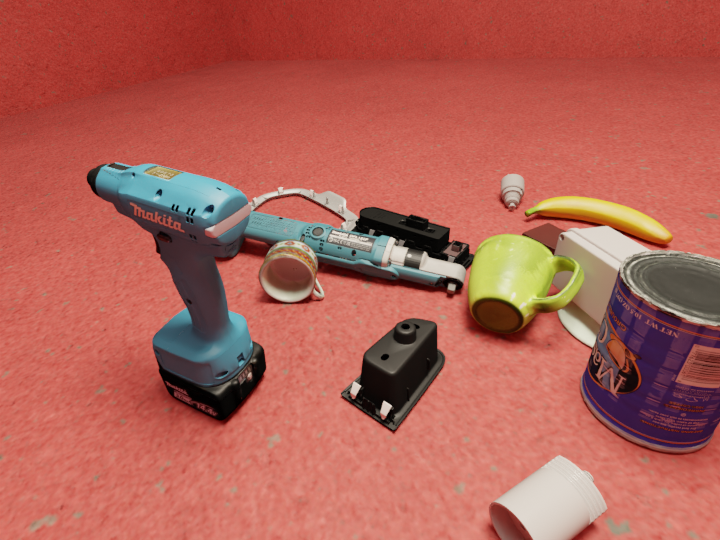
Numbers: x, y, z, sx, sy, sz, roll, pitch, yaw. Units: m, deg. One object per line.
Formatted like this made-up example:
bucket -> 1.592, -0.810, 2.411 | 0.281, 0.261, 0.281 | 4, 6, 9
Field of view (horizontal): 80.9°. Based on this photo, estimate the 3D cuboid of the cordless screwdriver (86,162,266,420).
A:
cordless screwdriver -> -0.172, 0.019, 0.402 | 0.166, 0.242, 0.073 | 19, 37, 22

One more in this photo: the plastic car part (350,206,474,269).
plastic car part -> 0.069, -0.055, 0.652 | 0.214, 0.064, 0.065 | 18, 45, 35

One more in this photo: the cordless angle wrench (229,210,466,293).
cordless angle wrench -> -0.062, -0.040, 0.632 | 0.438, 0.071, 0.098 | 14, 59, 19

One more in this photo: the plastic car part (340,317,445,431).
plastic car part -> 0.040, 0.088, 0.429 | 0.069, 0.068, 0.114 | 23, 45, 33

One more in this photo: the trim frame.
trim frame -> -0.117, -0.107, 0.783 | 0.179, 0.027, 0.263 | -24, 37, -28
